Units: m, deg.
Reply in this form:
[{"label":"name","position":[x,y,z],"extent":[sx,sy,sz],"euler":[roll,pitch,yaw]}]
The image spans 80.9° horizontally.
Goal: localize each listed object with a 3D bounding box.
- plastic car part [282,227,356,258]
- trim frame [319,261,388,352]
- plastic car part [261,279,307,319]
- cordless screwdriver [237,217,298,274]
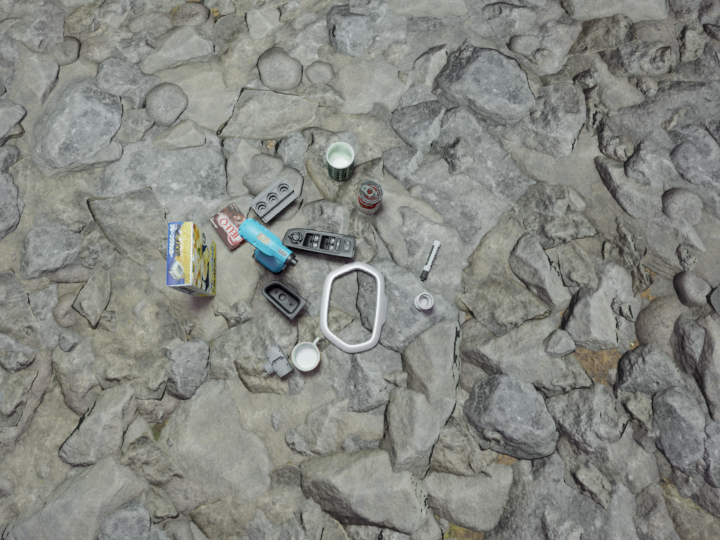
[{"label":"plastic car part","position":[-0.116,-0.076,1.182],"extent":[0.204,0.066,0.067],"euler":[10,78,4]},{"label":"trim frame","position":[-0.016,0.098,1.157],"extent":[0.185,0.027,0.251],"euler":[5,76,3]},{"label":"plastic car part","position":[-0.209,0.075,1.145],"extent":[0.119,0.070,0.066],"euler":[38,79,8]},{"label":"cordless screwdriver","position":[-0.220,-0.043,1.085],"extent":[0.162,0.246,0.074],"euler":[36,79,5]}]
